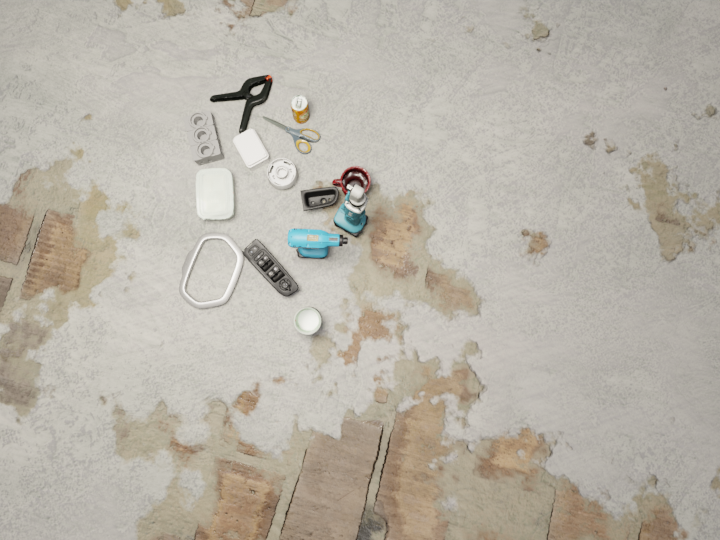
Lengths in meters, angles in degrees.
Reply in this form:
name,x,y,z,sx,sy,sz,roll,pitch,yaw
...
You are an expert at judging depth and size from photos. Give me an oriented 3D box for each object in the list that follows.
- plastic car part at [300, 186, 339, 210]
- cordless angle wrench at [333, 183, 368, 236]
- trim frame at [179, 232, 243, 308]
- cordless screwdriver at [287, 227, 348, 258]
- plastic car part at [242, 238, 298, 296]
name,x,y,z,sx,sy,sz,roll,pitch,yaw
plastic car part,-0.124,-0.221,1.323,0.116,0.070,0.066,-9,86,-1
cordless angle wrench,-0.018,-0.164,1.137,0.098,0.421,0.074,30,86,-2
trim frame,-0.472,-0.001,1.330,0.185,0.027,0.249,19,85,4
cordless screwdriver,-0.119,-0.078,1.218,0.159,0.248,0.075,3,87,-2
plastic car part,-0.273,-0.003,1.305,0.066,0.066,0.205,-43,85,-4
